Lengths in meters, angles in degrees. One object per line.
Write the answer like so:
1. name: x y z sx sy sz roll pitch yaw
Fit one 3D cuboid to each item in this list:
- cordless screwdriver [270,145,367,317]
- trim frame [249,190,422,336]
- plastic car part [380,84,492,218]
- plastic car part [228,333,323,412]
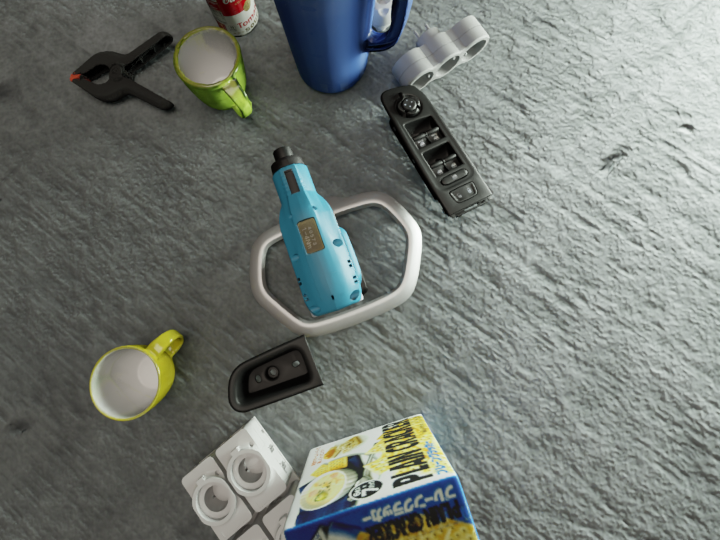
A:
1. cordless screwdriver: -0.047 -0.031 0.483 0.074 0.245 0.161 -20 84 -2
2. trim frame: -0.035 -0.014 0.589 0.249 0.027 0.187 -22 80 2
3. plastic car part: 0.095 -0.165 0.580 0.066 0.066 0.206 -28 80 -1
4. plastic car part: -0.112 0.135 0.552 0.117 0.070 0.067 -22 83 1
